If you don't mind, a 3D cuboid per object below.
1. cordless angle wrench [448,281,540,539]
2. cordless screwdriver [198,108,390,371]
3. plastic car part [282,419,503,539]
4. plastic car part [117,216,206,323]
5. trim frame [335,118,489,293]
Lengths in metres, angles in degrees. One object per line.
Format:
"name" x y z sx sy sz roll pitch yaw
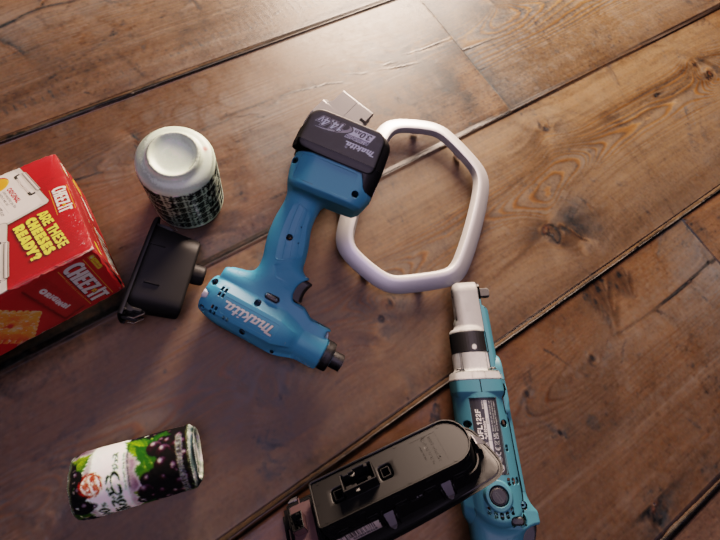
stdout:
"cordless angle wrench" 0.129 0.214 0.404 0.099 0.072 0.433 -6 67 5
"cordless screwdriver" -0.043 -0.028 0.444 0.160 0.074 0.249 28 86 1
"plastic car part" 0.022 0.188 0.375 0.202 0.069 0.064 -22 118 -4
"plastic car part" -0.202 0.004 0.446 0.069 0.067 0.118 21 65 -19
"trim frame" 0.065 -0.086 0.528 0.184 0.027 0.250 20 71 -1
